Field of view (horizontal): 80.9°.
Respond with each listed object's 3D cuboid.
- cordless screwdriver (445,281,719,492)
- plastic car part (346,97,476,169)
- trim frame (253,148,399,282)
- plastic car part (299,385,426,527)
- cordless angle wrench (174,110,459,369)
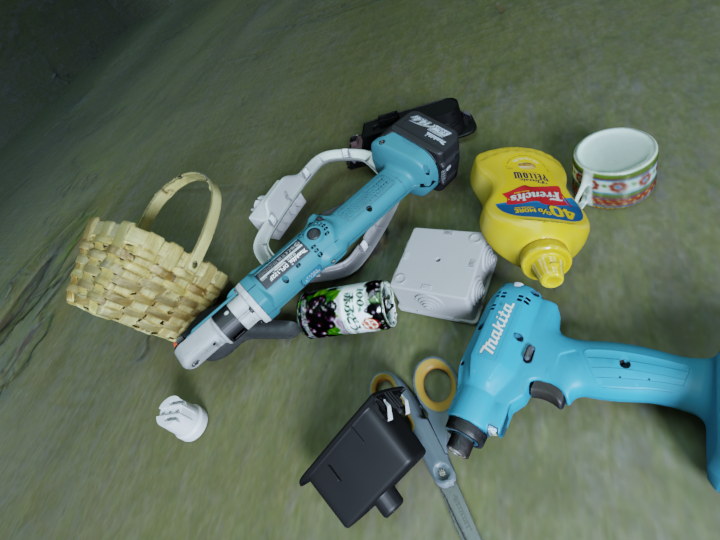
[{"bbox_3d":[0.193,0.102,0.300,0.262,0.070,0.159,12,57,40],"label":"cordless screwdriver"},{"bbox_3d":[0.069,-0.217,0.649,0.210,0.064,0.067,-5,44,23],"label":"plastic car part"},{"bbox_3d":[-0.048,-0.087,0.601,0.193,0.026,0.249,20,67,26],"label":"trim frame"},{"bbox_3d":[0.010,0.165,0.357,0.075,0.062,0.116,42,103,31],"label":"plastic car part"},{"bbox_3d":[-0.051,-0.033,0.519,0.420,0.071,0.103,-42,60,-11],"label":"cordless angle wrench"}]
